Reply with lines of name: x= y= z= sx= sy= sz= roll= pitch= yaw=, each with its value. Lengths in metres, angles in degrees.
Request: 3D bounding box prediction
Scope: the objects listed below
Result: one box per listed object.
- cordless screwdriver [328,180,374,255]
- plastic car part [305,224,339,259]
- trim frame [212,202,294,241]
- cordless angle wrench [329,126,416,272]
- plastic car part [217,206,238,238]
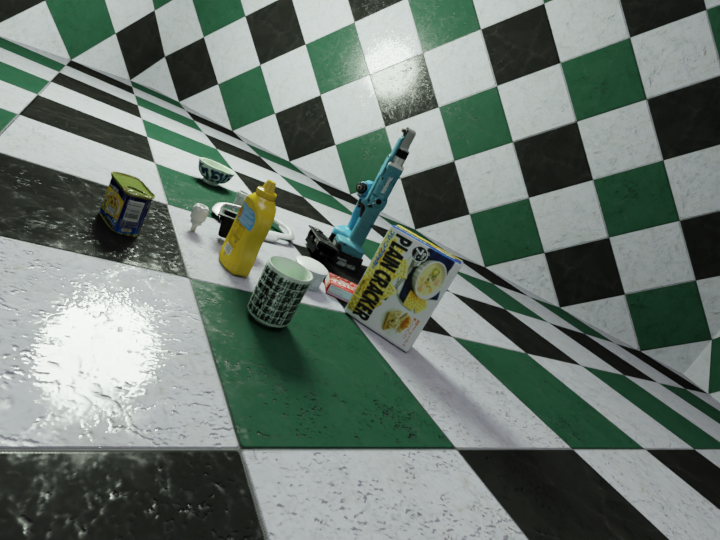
cordless screwdriver: x=-0.024 y=-0.155 z=1.267 sx=0.077 sy=0.248 sz=0.154 roll=32 pitch=15 yaw=14
plastic car part: x=-0.117 y=-0.076 z=1.196 sx=0.064 sy=0.067 sz=0.211 roll=22 pitch=16 yaw=-22
trim frame: x=-0.291 y=-0.131 z=1.159 sx=0.235 sy=0.027 sz=0.195 roll=14 pitch=20 yaw=-41
cordless angle wrench: x=0.042 y=-0.197 z=1.180 sx=0.095 sy=0.422 sz=0.077 roll=24 pitch=15 yaw=-17
plastic car part: x=-0.275 y=-0.089 z=0.958 sx=0.113 sy=0.071 sz=0.068 roll=24 pitch=15 yaw=-15
